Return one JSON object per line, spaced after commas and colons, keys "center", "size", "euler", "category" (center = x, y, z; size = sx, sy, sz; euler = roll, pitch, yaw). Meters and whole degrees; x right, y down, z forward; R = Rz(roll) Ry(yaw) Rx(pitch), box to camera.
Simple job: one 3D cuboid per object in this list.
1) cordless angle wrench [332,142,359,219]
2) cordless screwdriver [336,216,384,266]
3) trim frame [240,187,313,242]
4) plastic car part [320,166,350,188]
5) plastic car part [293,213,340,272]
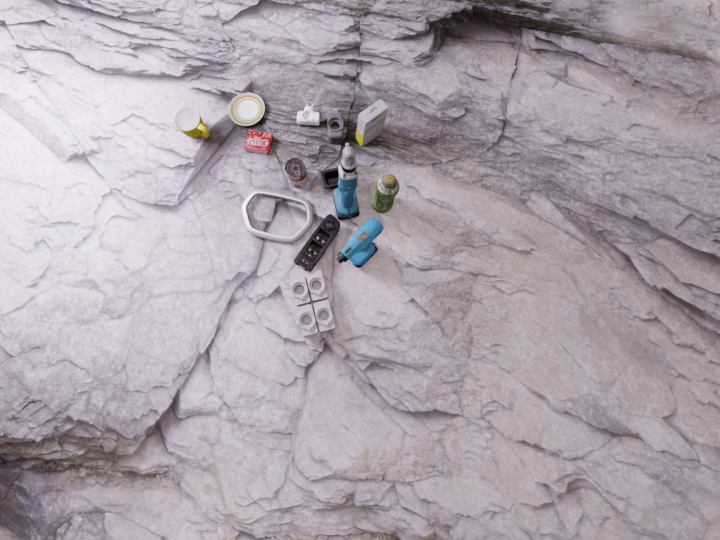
{"center": [-0.038, -0.250, 1.222], "size": [0.074, 0.418, 0.099], "euler": [-12, 81, -5], "category": "cordless angle wrench"}
{"center": [-0.011, -0.062, 1.264], "size": [0.158, 0.246, 0.075], "euler": [-44, 84, -9], "category": "cordless screwdriver"}
{"center": [-0.279, -0.189, 1.417], "size": [0.251, 0.027, 0.186], "euler": [11, 77, 5], "category": "trim frame"}
{"center": [-0.070, -0.305, 1.414], "size": [0.116, 0.070, 0.067], "euler": [-13, 79, -2], "category": "plastic car part"}
{"center": [-0.134, -0.087, 1.367], "size": [0.067, 0.066, 0.203], "euler": [32, 80, 6], "category": "plastic car part"}
